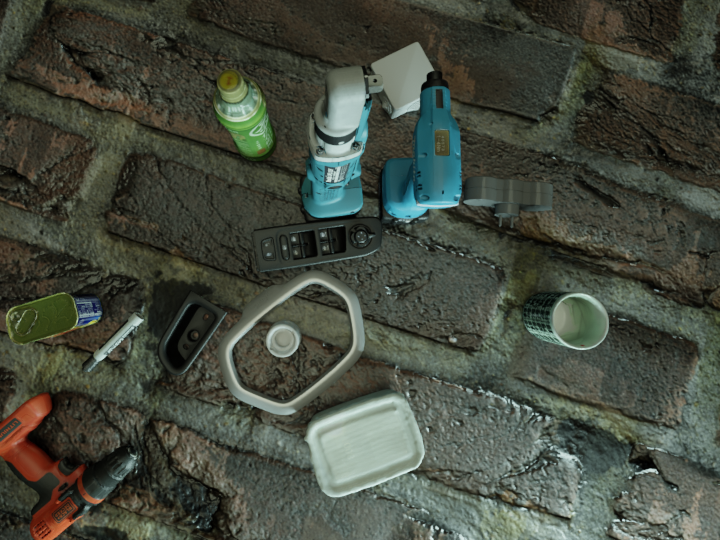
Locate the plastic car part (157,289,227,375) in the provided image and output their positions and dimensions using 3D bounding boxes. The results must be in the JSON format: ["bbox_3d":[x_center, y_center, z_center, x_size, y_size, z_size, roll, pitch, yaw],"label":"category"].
[{"bbox_3d":[-0.259,0.096,0.653,0.066,0.071,0.116,31,85,-1],"label":"plastic car part"}]

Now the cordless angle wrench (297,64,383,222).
[{"bbox_3d":[-0.032,-0.124,0.499,0.097,0.423,0.075,-8,89,-6],"label":"cordless angle wrench"}]

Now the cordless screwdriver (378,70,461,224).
[{"bbox_3d":[0.078,-0.149,0.589,0.074,0.249,0.160,0,87,-5],"label":"cordless screwdriver"}]

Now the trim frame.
[{"bbox_3d":[-0.107,0.111,0.673,0.248,0.027,0.185,-40,86,-4],"label":"trim frame"}]

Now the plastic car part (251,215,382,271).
[{"bbox_3d":[-0.065,-0.043,0.669,0.203,0.067,0.067,-8,87,-1],"label":"plastic car part"}]
